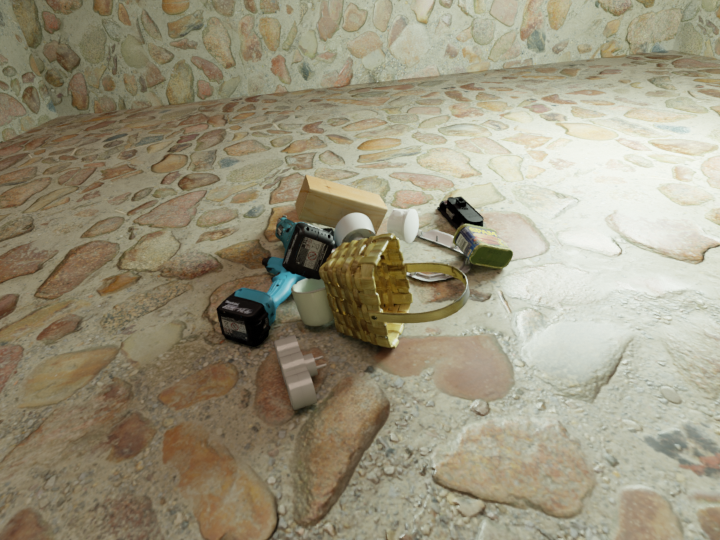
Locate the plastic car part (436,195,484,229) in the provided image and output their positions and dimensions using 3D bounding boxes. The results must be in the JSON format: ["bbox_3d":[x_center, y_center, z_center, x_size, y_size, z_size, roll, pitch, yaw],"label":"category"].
[{"bbox_3d":[0.265,-0.143,1.079,0.065,0.065,0.211,-4,36,-10],"label":"plastic car part"}]

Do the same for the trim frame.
[{"bbox_3d":[0.140,-0.045,0.985,0.180,0.026,0.263,-32,40,-33],"label":"trim frame"}]

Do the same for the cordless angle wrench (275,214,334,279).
[{"bbox_3d":[-0.156,-0.078,0.975,0.072,0.098,0.438,19,7,-21],"label":"cordless angle wrench"}]

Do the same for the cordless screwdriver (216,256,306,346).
[{"bbox_3d":[-0.201,0.043,0.883,0.166,0.072,0.245,12,34,26],"label":"cordless screwdriver"}]

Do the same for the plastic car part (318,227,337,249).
[{"bbox_3d":[-0.100,-0.065,1.023,0.069,0.068,0.115,14,42,25],"label":"plastic car part"}]
